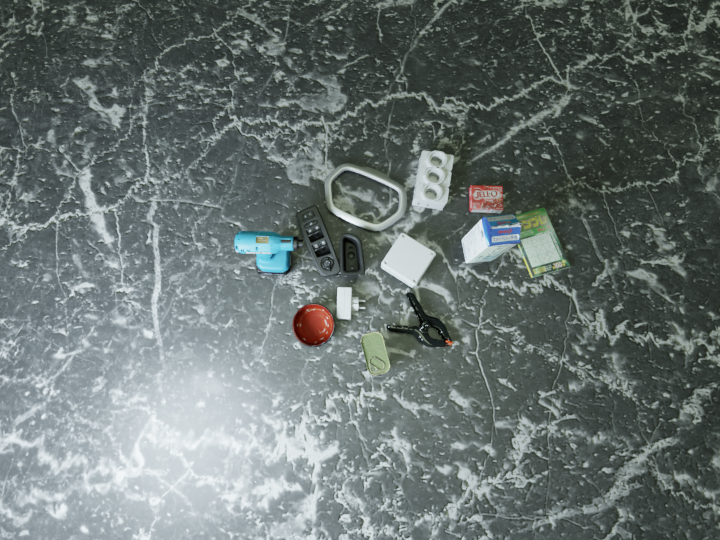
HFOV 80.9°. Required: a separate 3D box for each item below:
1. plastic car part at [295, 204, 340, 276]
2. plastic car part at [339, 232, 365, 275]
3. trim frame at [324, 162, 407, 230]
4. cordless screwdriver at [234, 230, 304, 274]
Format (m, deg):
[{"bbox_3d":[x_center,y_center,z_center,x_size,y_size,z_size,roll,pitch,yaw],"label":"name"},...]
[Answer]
[{"bbox_3d":[-0.115,-0.075,1.174,0.066,0.066,0.208,-22,75,-4],"label":"plastic car part"},{"bbox_3d":[-0.025,-0.039,1.157,0.066,0.069,0.118,-4,76,0],"label":"plastic car part"},{"bbox_3d":[0.013,-0.216,1.222,0.253,0.027,0.184,23,78,9],"label":"trim frame"},{"bbox_3d":[-0.214,-0.045,1.081,0.160,0.244,0.075,2,78,1],"label":"cordless screwdriver"}]
